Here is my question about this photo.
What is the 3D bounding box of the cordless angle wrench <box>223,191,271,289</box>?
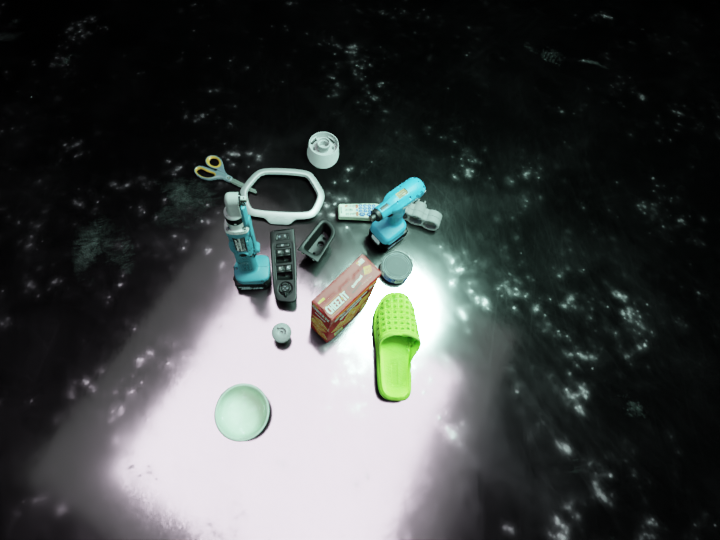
[{"bbox_3d":[-0.262,-0.058,0.952,0.097,0.416,0.076,0,68,-8],"label":"cordless angle wrench"}]

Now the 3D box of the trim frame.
[{"bbox_3d":[-0.230,-0.221,1.241,0.248,0.027,0.188,2,66,-2],"label":"trim frame"}]

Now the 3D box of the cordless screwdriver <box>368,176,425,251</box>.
[{"bbox_3d":[0.070,-0.128,1.093,0.157,0.245,0.076,-36,77,-19],"label":"cordless screwdriver"}]

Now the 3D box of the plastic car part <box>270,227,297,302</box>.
[{"bbox_3d":[-0.203,-0.008,1.124,0.066,0.066,0.208,-4,66,-7],"label":"plastic car part"}]

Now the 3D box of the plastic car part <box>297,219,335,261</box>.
[{"bbox_3d":[-0.113,-0.074,1.156,0.067,0.070,0.116,31,68,8],"label":"plastic car part"}]
